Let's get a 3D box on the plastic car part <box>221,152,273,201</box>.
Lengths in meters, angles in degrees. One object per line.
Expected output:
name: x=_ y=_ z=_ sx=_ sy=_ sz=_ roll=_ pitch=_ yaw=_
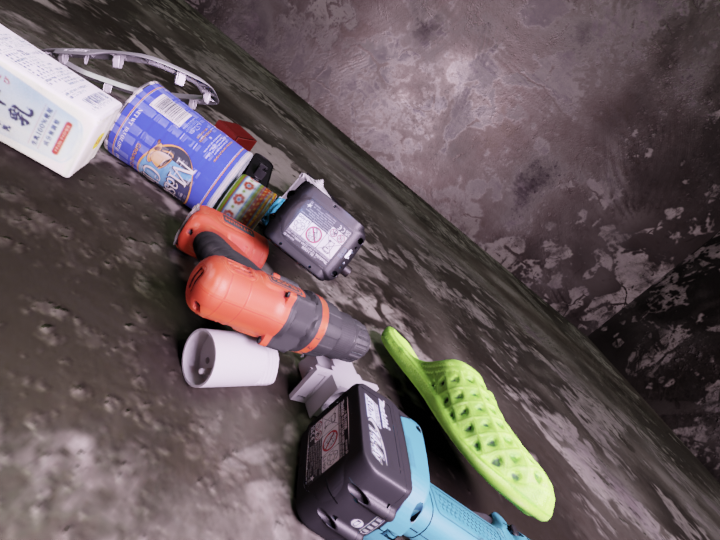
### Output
plastic car part: x=-0.178 y=-0.149 z=0.692 sx=0.064 sy=0.067 sz=0.210 roll=27 pitch=19 yaw=-20

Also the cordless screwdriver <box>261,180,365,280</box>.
cordless screwdriver: x=-0.054 y=-0.035 z=0.549 sx=0.156 sy=0.074 sz=0.254 roll=40 pitch=-4 yaw=-13

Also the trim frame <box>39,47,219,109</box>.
trim frame: x=-0.306 y=-0.256 z=0.568 sx=0.258 sy=0.027 sz=0.178 roll=16 pitch=4 yaw=20

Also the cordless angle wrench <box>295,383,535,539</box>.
cordless angle wrench: x=0.132 y=0.252 z=0.359 sx=0.412 sy=0.075 sz=0.100 roll=39 pitch=18 yaw=-13

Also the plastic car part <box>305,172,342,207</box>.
plastic car part: x=-0.088 y=-0.118 z=0.810 sx=0.116 sy=0.067 sz=0.070 roll=43 pitch=33 yaw=-4
